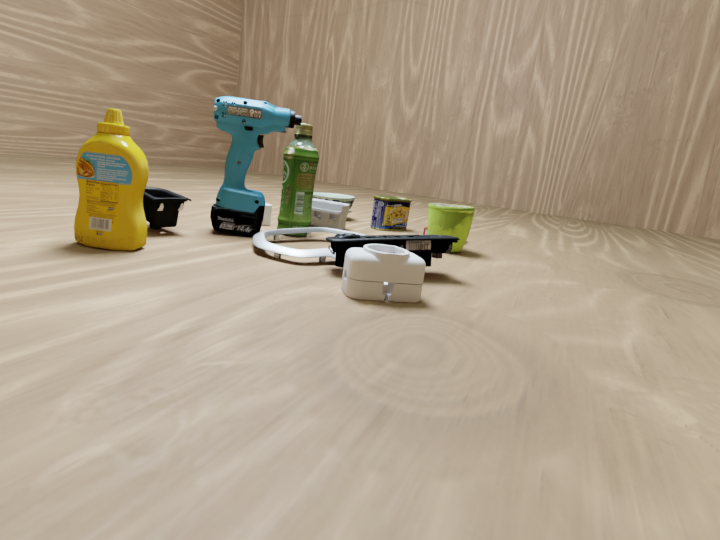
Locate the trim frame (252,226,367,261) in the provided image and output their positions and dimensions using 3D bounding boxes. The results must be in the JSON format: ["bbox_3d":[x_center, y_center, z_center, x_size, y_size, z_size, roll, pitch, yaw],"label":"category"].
[{"bbox_3d":[-0.072,-0.047,0.736,0.237,0.027,0.195,-7,19,-43],"label":"trim frame"}]

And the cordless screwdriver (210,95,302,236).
[{"bbox_3d":[-0.200,-0.190,0.795,0.156,0.246,0.076,5,12,-11],"label":"cordless screwdriver"}]

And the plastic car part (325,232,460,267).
[{"bbox_3d":[0.042,-0.029,0.639,0.197,0.066,0.069,3,14,-17],"label":"plastic car part"}]

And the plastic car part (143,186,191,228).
[{"bbox_3d":[-0.361,-0.108,0.753,0.123,0.070,0.063,19,17,41],"label":"plastic car part"}]
